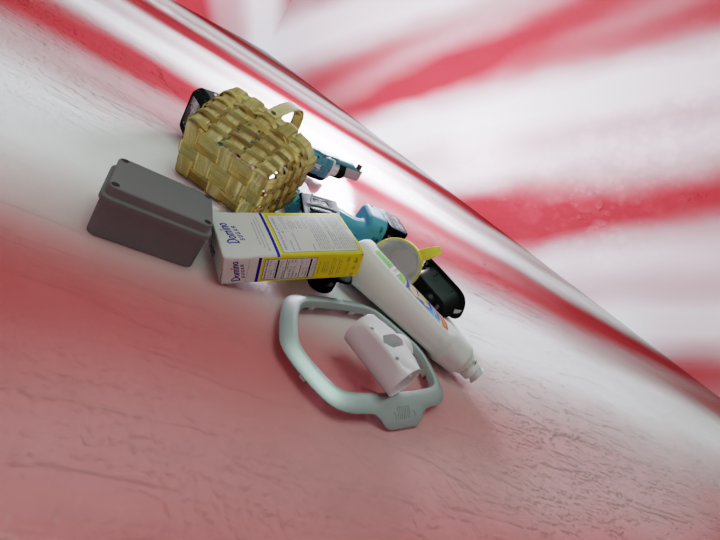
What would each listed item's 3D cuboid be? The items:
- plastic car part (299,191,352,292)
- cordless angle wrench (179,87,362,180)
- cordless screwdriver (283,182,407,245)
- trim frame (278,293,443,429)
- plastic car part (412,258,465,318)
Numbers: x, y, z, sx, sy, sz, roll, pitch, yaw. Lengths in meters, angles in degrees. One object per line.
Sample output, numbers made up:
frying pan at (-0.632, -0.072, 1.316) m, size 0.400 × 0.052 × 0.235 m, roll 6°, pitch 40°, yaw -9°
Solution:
plastic car part at (-0.062, -0.040, 0.631) m, size 0.063 × 0.067 × 0.212 m, roll 19°, pitch 30°, yaw -26°
cordless angle wrench at (-0.148, -0.244, 0.861) m, size 0.401 × 0.098 × 0.078 m, roll 8°, pitch 35°, yaw -44°
cordless screwdriver at (-0.040, -0.112, 0.817) m, size 0.238 × 0.074 × 0.166 m, roll 20°, pitch 26°, yaw -26°
trim frame at (0.004, 0.099, 0.499) m, size 0.235 × 0.027 × 0.194 m, roll 15°, pitch 28°, yaw -46°
plastic car part at (0.133, 0.041, 0.779) m, size 0.068 × 0.066 × 0.122 m, roll -12°, pitch 53°, yaw -43°
